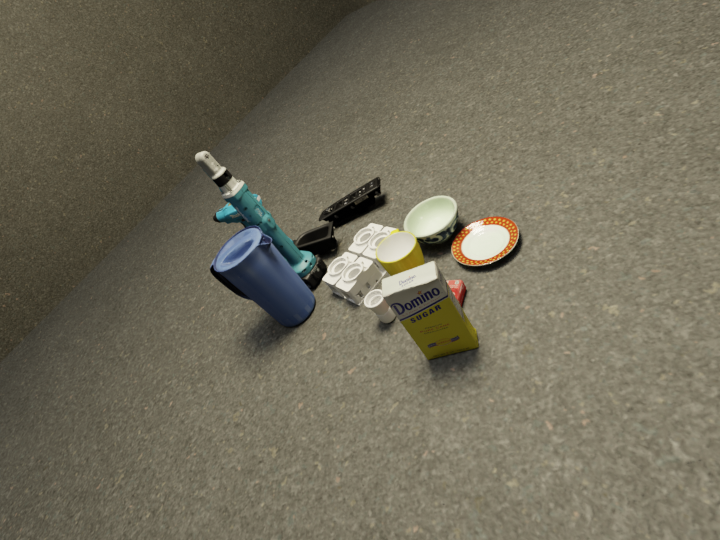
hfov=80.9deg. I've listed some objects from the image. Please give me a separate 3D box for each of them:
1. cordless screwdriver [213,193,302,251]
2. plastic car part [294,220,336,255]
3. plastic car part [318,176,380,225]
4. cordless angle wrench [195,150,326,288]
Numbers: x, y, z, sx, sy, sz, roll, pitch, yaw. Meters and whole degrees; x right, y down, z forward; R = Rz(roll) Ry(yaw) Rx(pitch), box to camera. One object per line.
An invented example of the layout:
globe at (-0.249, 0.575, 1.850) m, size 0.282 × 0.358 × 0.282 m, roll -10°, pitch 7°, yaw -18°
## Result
cordless screwdriver at (-0.280, -0.095, 1.162) m, size 0.165 × 0.237 × 0.075 m, roll -14°, pitch 40°, yaw 32°
plastic car part at (-0.111, -0.072, 1.131) m, size 0.120 × 0.067 × 0.067 m, roll -20°, pitch 38°, yaw 26°
plastic car part at (-0.024, -0.183, 1.177) m, size 0.207 × 0.064 × 0.068 m, roll -23°, pitch 37°, yaw 21°
cordless angle wrench at (-0.233, -0.113, 0.995) m, size 0.103 × 0.402 × 0.074 m, roll -1°, pitch 48°, yaw 44°
